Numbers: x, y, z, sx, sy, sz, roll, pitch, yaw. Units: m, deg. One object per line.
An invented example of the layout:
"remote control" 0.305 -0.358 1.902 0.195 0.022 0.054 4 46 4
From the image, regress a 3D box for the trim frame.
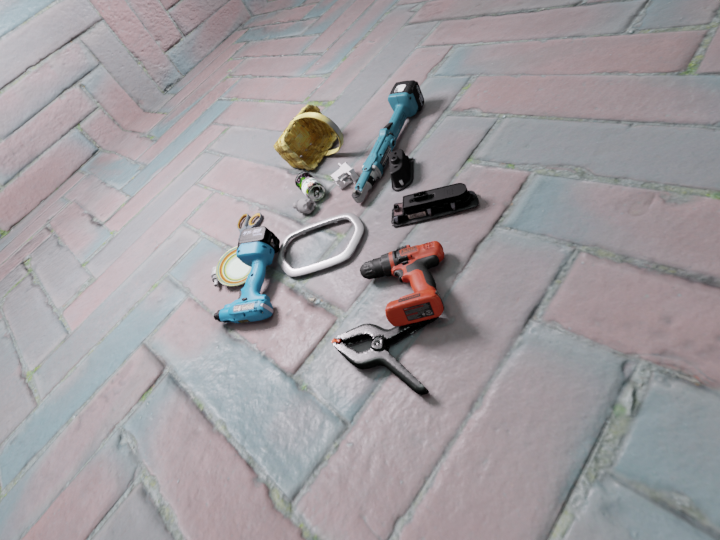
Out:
"trim frame" -0.106 -0.070 1.088 0.254 0.026 0.190 -20 47 18

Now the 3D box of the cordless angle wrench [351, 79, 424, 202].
"cordless angle wrench" 0.070 -0.360 1.193 0.078 0.092 0.425 8 62 35

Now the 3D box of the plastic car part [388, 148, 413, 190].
"plastic car part" 0.099 -0.273 1.106 0.068 0.067 0.119 -14 45 21

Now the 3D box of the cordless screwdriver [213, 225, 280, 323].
"cordless screwdriver" -0.291 0.014 1.082 0.164 0.070 0.255 -12 58 22

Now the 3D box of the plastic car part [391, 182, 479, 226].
"plastic car part" 0.165 -0.160 0.982 0.209 0.064 0.067 -7 43 22
